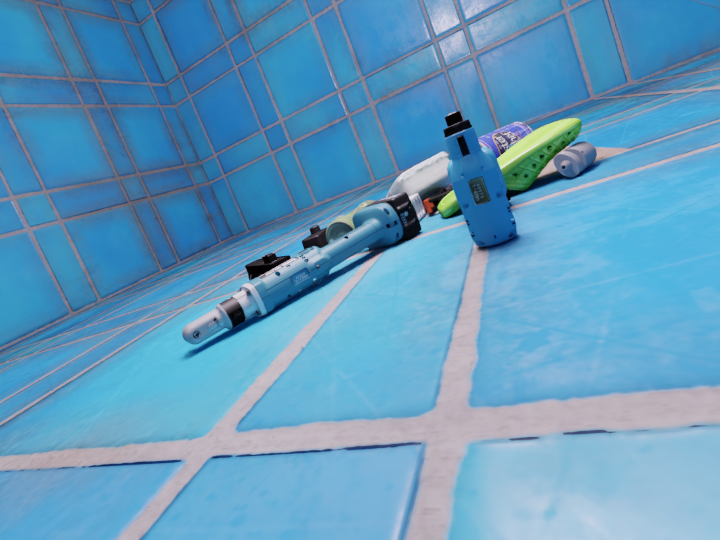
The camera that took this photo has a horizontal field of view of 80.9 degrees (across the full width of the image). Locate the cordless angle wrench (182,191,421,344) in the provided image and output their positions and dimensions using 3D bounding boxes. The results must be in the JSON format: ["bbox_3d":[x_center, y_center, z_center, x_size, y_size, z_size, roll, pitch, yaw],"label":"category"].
[{"bbox_3d":[-0.078,-0.006,0.658,0.414,0.073,0.102,-32,14,-29],"label":"cordless angle wrench"}]

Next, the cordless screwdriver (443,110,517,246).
[{"bbox_3d":[0.156,-0.136,0.584,0.076,0.157,0.246,-19,10,19],"label":"cordless screwdriver"}]

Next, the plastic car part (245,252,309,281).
[{"bbox_3d":[-0.170,0.003,0.796,0.065,0.066,0.211,-37,15,-30],"label":"plastic car part"}]

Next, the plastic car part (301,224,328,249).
[{"bbox_3d":[-0.083,-0.054,0.851,0.067,0.069,0.116,-18,15,17],"label":"plastic car part"}]
